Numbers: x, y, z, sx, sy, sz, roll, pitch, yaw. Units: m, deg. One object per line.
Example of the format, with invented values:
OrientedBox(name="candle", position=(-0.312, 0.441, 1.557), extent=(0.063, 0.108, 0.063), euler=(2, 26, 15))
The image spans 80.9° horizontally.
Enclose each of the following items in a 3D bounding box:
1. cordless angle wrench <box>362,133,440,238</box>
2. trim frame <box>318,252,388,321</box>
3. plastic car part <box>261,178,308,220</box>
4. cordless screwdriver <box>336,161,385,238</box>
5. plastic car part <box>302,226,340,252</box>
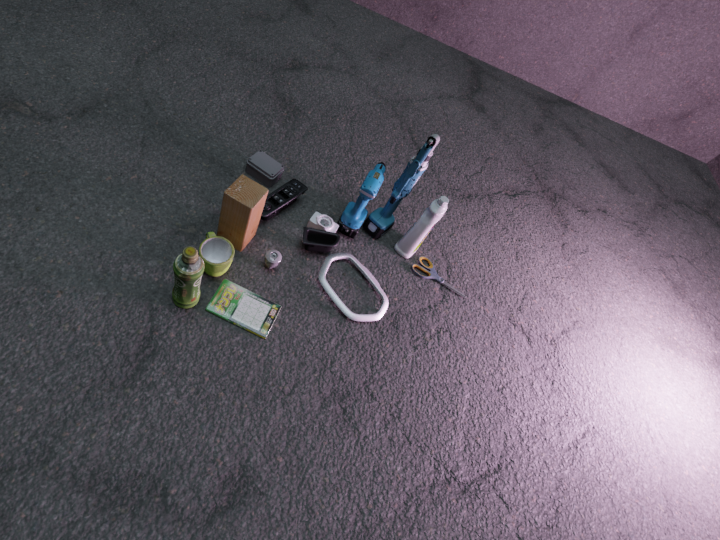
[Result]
OrientedBox(name="cordless angle wrench", position=(0.130, -0.256, 1.307), extent=(0.076, 0.422, 0.096), euler=(45, 51, 8))
OrientedBox(name="trim frame", position=(-0.021, 0.049, 1.282), extent=(0.179, 0.027, 0.256), euler=(-30, 70, -35))
OrientedBox(name="plastic car part", position=(-0.263, -0.224, 1.366), extent=(0.068, 0.067, 0.199), euler=(42, 52, 9))
OrientedBox(name="cordless screwdriver", position=(0.007, -0.226, 1.352), extent=(0.074, 0.248, 0.160), euler=(29, 51, -4))
OrientedBox(name="plastic car part", position=(-0.128, -0.084, 1.312), extent=(0.114, 0.070, 0.068), euler=(11, 54, -14))
